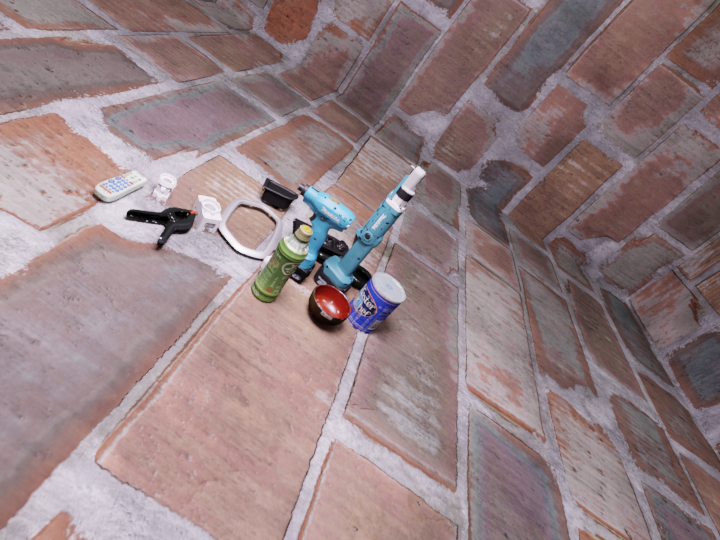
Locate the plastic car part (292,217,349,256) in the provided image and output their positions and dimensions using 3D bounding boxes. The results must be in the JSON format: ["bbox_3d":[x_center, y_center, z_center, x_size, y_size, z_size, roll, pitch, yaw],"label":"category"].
[{"bbox_3d":[-0.124,-0.081,1.267,0.195,0.067,0.069,21,35,-24],"label":"plastic car part"}]

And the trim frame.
[{"bbox_3d":[-0.301,-0.121,1.186,0.180,0.027,0.253,28,32,-13],"label":"trim frame"}]

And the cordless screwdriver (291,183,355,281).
[{"bbox_3d":[-0.142,-0.098,1.096,0.159,0.250,0.074,37,31,-3],"label":"cordless screwdriver"}]

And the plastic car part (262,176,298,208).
[{"bbox_3d":[-0.261,-0.229,1.326,0.114,0.071,0.067,29,33,-14],"label":"plastic car part"}]

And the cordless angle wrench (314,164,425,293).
[{"bbox_3d":[0.027,-0.094,1.087,0.100,0.425,0.072,46,32,10],"label":"cordless angle wrench"}]
